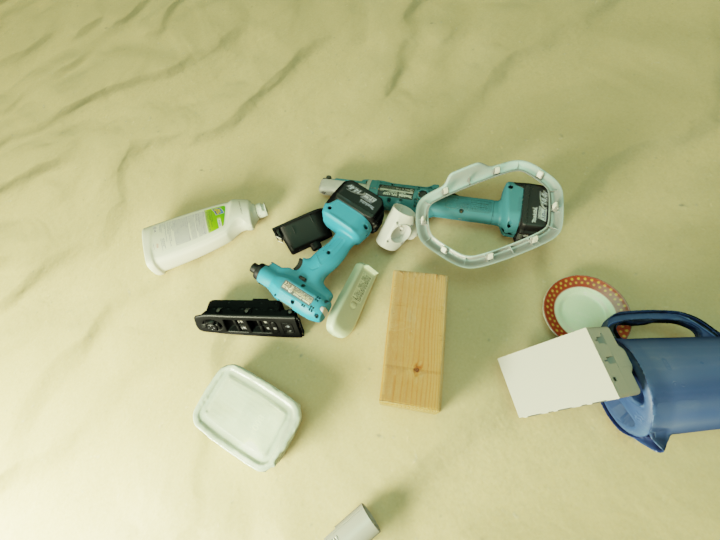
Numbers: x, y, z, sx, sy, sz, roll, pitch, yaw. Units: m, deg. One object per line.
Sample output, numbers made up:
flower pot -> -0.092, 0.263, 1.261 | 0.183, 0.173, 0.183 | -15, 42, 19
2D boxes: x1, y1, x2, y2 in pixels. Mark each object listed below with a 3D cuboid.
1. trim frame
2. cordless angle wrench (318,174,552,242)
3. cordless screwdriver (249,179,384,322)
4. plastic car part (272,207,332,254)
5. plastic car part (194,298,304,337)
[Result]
trim frame -> 0.217, -0.103, 0.718 | 0.250, 0.026, 0.191 | -22, 61, 6
cordless angle wrench -> 0.121, -0.132, 0.803 | 0.436, 0.071, 0.099 | 11, 69, 17
cordless screwdriver -> -0.074, -0.048, 0.757 | 0.164, 0.072, 0.248 | 29, 76, 16
plastic car part -> -0.105, -0.069, 0.824 | 0.116, 0.065, 0.072 | -22, 81, -5
plastic car part -> -0.204, 0.082, 0.768 | 0.206, 0.063, 0.069 | -3, 57, 8
